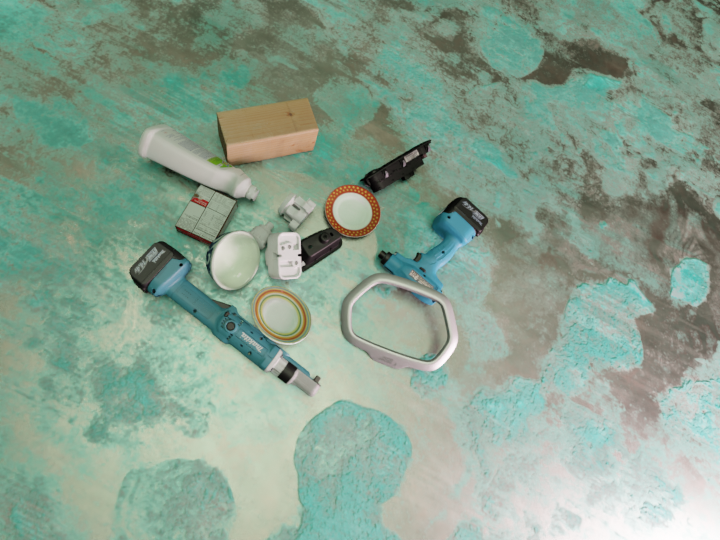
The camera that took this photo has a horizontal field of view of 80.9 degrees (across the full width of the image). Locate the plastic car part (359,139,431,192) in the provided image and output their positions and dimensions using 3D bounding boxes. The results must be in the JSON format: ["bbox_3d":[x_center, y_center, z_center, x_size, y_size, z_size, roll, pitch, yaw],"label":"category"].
[{"bbox_3d":[0.086,-0.242,1.009,0.199,0.069,0.065,-30,108,-20],"label":"plastic car part"}]

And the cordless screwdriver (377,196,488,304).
[{"bbox_3d":[0.163,-0.063,0.955,0.160,0.074,0.248,38,73,2],"label":"cordless screwdriver"}]

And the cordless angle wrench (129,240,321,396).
[{"bbox_3d":[-0.253,0.108,0.823,0.423,0.074,0.097,38,70,0],"label":"cordless angle wrench"}]

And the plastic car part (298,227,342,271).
[{"bbox_3d":[-0.089,-0.058,0.906,0.115,0.071,0.067,-32,85,-16],"label":"plastic car part"}]

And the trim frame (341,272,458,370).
[{"bbox_3d":[0.080,0.109,0.881,0.250,0.027,0.184,19,83,3],"label":"trim frame"}]
